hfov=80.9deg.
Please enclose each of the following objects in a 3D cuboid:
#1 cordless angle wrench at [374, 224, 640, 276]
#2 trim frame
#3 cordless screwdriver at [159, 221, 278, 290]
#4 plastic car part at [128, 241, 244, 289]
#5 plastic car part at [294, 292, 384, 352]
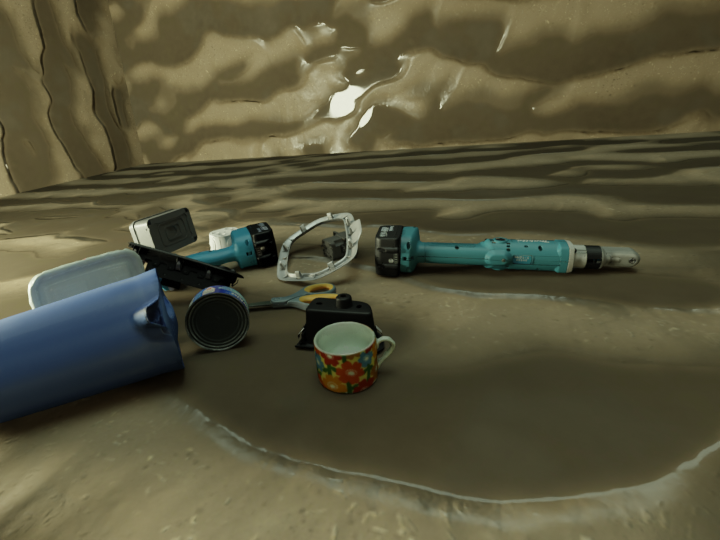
[{"bbox_3d":[0.241,-0.030,0.739,0.434,0.073,0.098,3,22,15],"label":"cordless angle wrench"},{"bbox_3d":[-0.083,-0.054,0.849,0.186,0.026,0.255,-19,29,9],"label":"trim frame"},{"bbox_3d":[-0.306,-0.036,0.887,0.243,0.072,0.167,-18,24,-19],"label":"cordless screwdriver"},{"bbox_3d":[-0.310,0.002,0.747,0.203,0.068,0.065,11,-19,0],"label":"plastic car part"},{"bbox_3d":[-0.027,0.065,0.566,0.120,0.069,0.065,-1,22,20],"label":"plastic car part"}]
